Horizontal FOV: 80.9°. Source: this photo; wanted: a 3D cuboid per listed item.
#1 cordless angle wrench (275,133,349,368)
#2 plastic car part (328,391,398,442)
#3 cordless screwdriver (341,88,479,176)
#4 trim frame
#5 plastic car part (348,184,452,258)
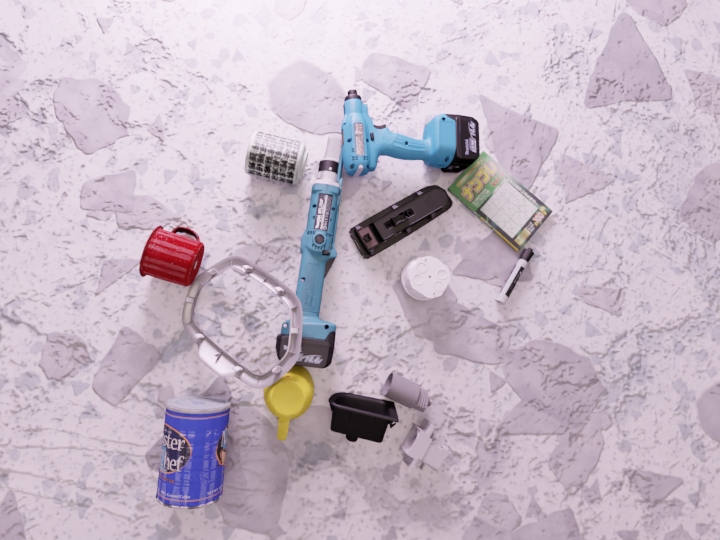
[{"bbox_3d":[-0.074,-0.048,0.757,0.097,0.074,0.427,8,78,-6],"label":"cordless angle wrench"},{"bbox_3d":[-0.001,0.256,0.719,0.117,0.066,0.070,9,96,0],"label":"plastic car part"},{"bbox_3d":[0.087,-0.256,0.782,0.245,0.074,0.161,-2,81,-9],"label":"cordless screwdriver"},{"bbox_3d":[-0.202,0.082,0.705,0.259,0.026,0.184,31,90,23],"label":"trim frame"},{"bbox_3d":[0.081,-0.101,0.778,0.201,0.066,0.068,-30,79,-10],"label":"plastic car part"}]
